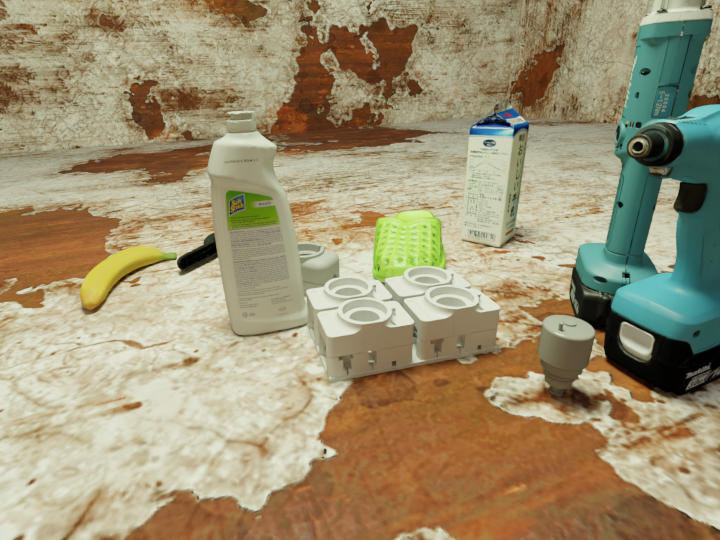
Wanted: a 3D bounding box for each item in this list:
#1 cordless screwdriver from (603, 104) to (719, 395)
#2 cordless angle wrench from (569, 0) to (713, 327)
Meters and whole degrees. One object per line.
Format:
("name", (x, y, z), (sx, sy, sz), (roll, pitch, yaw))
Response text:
("cordless screwdriver", (0.275, -0.014, 0.367), (0.155, 0.243, 0.078), (-9, 23, -19))
("cordless angle wrench", (0.297, -0.139, 0.437), (0.077, 0.413, 0.097), (7, 23, 17))
